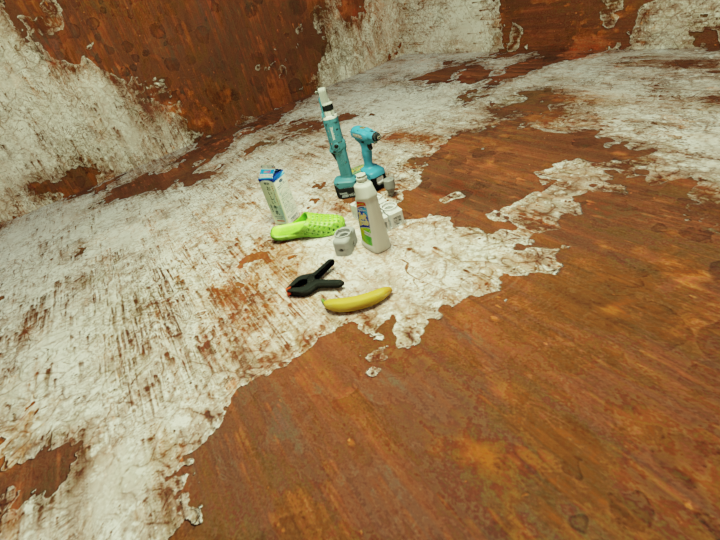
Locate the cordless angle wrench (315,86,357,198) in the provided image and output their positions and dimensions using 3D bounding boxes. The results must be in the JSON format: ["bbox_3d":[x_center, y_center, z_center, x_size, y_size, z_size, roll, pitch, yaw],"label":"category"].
[{"bbox_3d":[-0.087,-0.469,1.573,0.100,0.406,0.075,-6,34,16],"label":"cordless angle wrench"}]

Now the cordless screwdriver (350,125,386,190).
[{"bbox_3d":[0.044,-0.419,1.591,0.073,0.239,0.168,-29,35,-19],"label":"cordless screwdriver"}]
